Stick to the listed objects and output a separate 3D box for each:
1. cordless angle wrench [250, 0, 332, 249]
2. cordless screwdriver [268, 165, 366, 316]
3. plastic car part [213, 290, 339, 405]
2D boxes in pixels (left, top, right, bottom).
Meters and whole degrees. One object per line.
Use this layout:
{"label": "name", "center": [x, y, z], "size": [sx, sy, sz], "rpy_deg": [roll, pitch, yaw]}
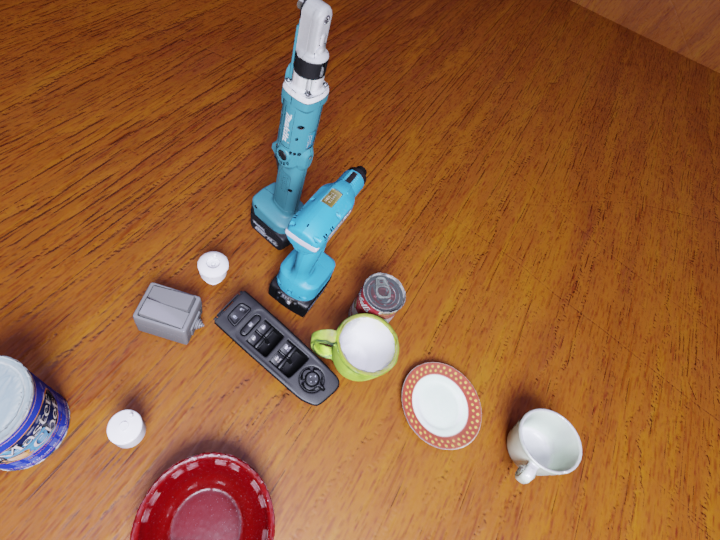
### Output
{"label": "cordless angle wrench", "center": [-0.098, -0.182, 0.622], "size": [0.100, 0.419, 0.073], "rpy_deg": [42, 57, 9]}
{"label": "cordless screwdriver", "center": [-0.063, -0.041, 0.643], "size": [0.075, 0.246, 0.158], "rpy_deg": [34, 56, 4]}
{"label": "plastic car part", "center": [-0.125, 0.124, 0.631], "size": [0.208, 0.066, 0.065], "rpy_deg": [37, 57, 11]}
